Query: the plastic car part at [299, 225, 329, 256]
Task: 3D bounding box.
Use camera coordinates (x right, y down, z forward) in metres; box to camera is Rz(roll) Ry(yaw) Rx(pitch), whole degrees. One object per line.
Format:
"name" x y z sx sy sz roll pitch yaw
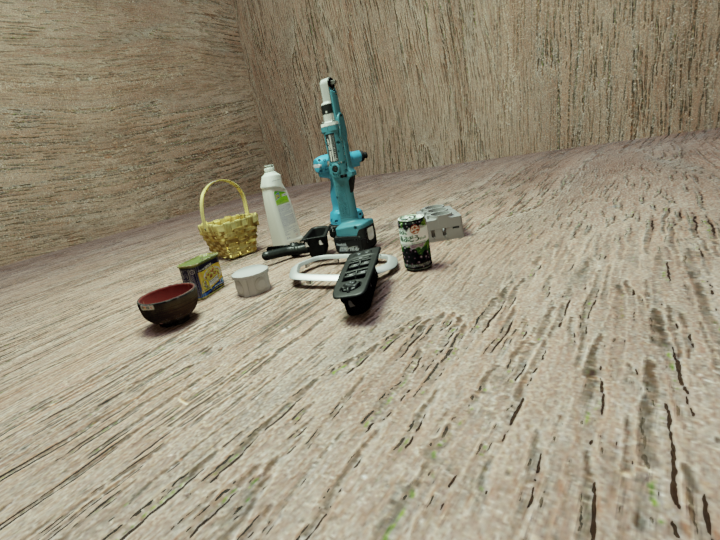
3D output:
"plastic car part" -0.106 -0.069 1.084 0.067 0.069 0.117 -9 16 10

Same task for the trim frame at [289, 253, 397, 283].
"trim frame" -0.041 -0.007 0.913 0.259 0.027 0.180 -2 19 29

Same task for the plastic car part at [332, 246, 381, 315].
"plastic car part" -0.002 0.020 0.735 0.068 0.066 0.202 -8 17 13

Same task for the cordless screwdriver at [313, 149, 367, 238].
"cordless screwdriver" -0.035 -0.217 1.212 0.155 0.244 0.077 -16 14 -20

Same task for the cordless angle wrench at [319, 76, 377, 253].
"cordless angle wrench" -0.046 -0.253 1.041 0.102 0.415 0.072 -2 16 35
